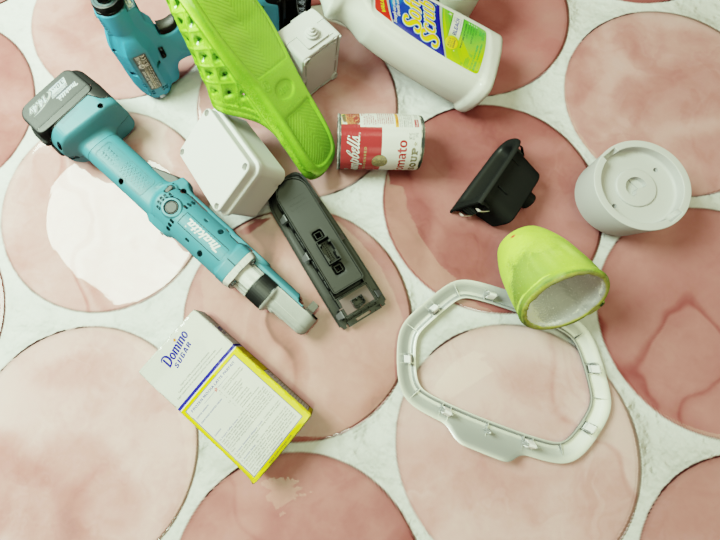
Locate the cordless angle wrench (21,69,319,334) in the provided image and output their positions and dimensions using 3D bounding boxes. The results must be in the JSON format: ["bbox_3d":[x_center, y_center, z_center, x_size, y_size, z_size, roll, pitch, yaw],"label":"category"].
[{"bbox_3d":[-0.220,-0.072,0.511,0.428,0.073,0.098,41,81,6],"label":"cordless angle wrench"}]

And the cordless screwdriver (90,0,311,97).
[{"bbox_3d":[-0.185,-0.315,0.515,0.247,0.157,0.076,-26,80,-7],"label":"cordless screwdriver"}]

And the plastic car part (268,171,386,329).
[{"bbox_3d":[-0.049,-0.032,0.504,0.066,0.065,0.208,-32,77,0],"label":"plastic car part"}]

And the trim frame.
[{"bbox_3d":[0.164,0.115,0.484,0.250,0.027,0.185,21,80,3],"label":"trim frame"}]

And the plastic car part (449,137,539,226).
[{"bbox_3d":[0.179,-0.100,0.518,0.070,0.067,0.116,43,78,-9],"label":"plastic car part"}]
